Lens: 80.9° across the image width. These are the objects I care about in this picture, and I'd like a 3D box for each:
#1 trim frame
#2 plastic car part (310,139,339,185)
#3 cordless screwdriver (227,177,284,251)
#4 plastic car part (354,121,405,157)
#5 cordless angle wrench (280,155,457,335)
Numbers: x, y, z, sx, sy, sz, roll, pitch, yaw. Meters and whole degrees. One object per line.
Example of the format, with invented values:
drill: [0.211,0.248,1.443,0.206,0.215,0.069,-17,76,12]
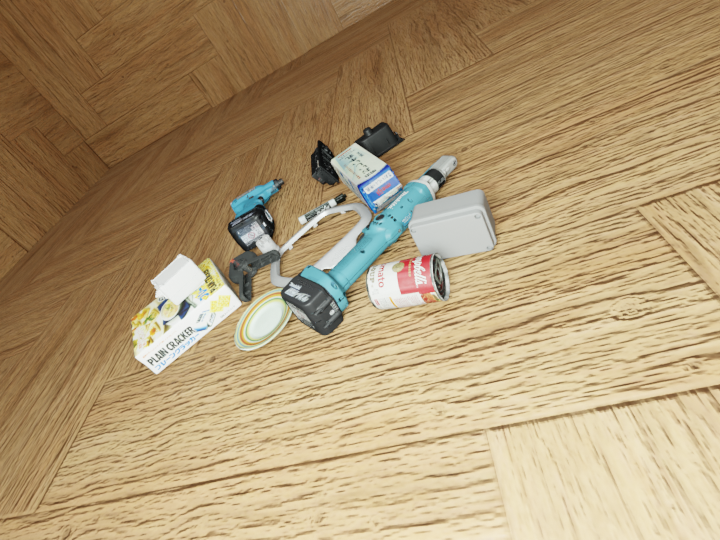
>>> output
trim frame: [-0.084,-0.055,0.855,0.246,0.026,0.194,-43,35,-15]
plastic car part: [-0.099,-0.277,1.106,0.067,0.064,0.210,-47,28,29]
cordless screwdriver: [-0.259,-0.158,1.082,0.160,0.071,0.259,-31,31,5]
plastic car part: [0.036,-0.320,1.033,0.116,0.068,0.069,-32,32,-2]
cordless angle wrench: [0.042,-0.072,0.739,0.420,0.071,0.103,-46,36,-20]
